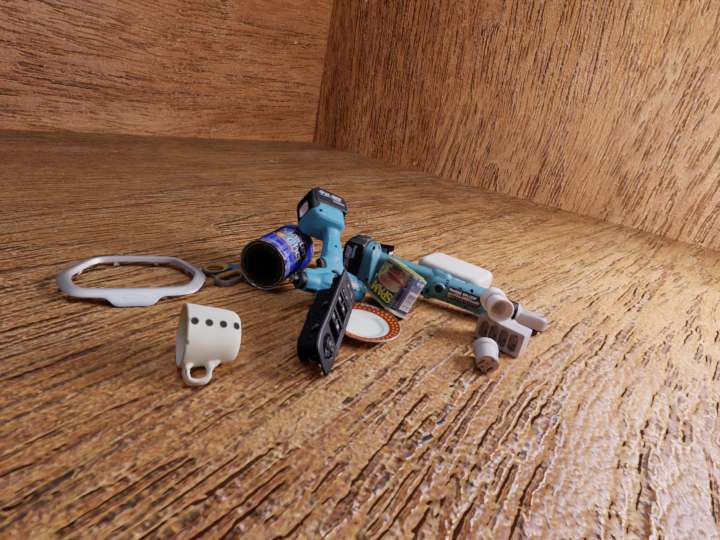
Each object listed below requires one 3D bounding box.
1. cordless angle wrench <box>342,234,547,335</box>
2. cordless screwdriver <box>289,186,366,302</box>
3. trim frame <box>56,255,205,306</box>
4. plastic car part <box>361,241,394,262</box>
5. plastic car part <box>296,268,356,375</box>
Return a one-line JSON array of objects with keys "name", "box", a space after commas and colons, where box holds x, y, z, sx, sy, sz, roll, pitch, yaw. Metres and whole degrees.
[{"name": "cordless angle wrench", "box": [0.164, 0.033, 0.883, 0.437, 0.097, 0.073, 20, 19, 17]}, {"name": "cordless screwdriver", "box": [-0.083, -0.054, 0.846, 0.151, 0.075, 0.258, 14, 48, -36]}, {"name": "trim frame", "box": [-0.412, 0.013, 0.773, 0.239, 0.027, 0.194, 1, 22, -26]}, {"name": "plastic car part", "box": [0.017, -0.029, 1.020, 0.119, 0.064, 0.071, 10, 35, 10]}, {"name": "plastic car part", "box": [-0.056, 0.077, 0.674, 0.068, 0.064, 0.206, -5, 31, 11]}]
